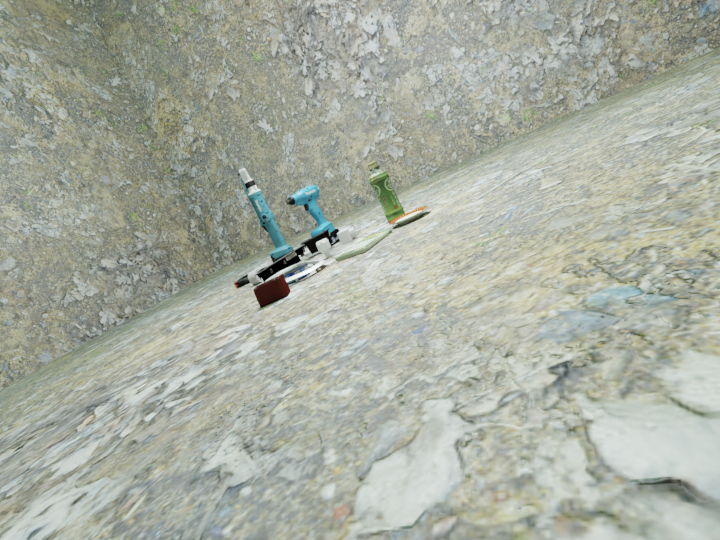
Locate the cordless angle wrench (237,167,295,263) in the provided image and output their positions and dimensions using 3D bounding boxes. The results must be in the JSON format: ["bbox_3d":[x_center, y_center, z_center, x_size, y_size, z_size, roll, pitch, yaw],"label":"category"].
[{"bbox_3d":[-0.379,-0.213,1.689,0.099,0.419,0.074,-24,6,10],"label":"cordless angle wrench"}]

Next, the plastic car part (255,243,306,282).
[{"bbox_3d":[-0.270,-0.017,1.453,0.199,0.066,0.068,-29,9,-21],"label":"plastic car part"}]

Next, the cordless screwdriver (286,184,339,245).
[{"bbox_3d":[-0.184,-0.200,1.643,0.077,0.246,0.155,-19,9,47],"label":"cordless screwdriver"}]

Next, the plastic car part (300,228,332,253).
[{"bbox_3d":[-0.154,-0.101,1.575,0.118,0.070,0.066,-23,8,13],"label":"plastic car part"}]

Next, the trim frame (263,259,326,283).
[{"bbox_3d":[-0.198,0.008,1.278,0.180,0.027,0.257,-31,12,-28],"label":"trim frame"}]
